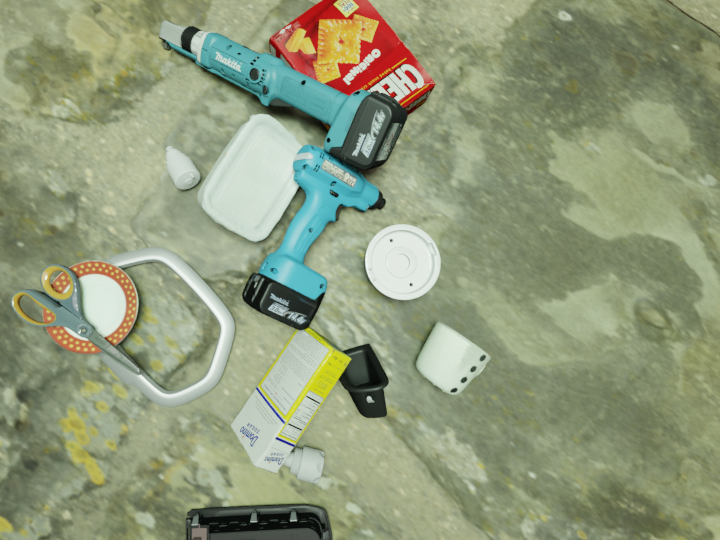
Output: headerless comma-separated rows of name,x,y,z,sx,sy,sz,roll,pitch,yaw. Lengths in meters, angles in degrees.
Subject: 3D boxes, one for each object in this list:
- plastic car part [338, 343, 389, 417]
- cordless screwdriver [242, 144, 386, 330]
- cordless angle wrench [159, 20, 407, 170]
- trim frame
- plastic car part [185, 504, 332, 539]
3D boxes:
plastic car part,0.005,0.162,0.585,0.065,0.121,0.069,-17,110,-9
cordless screwdriver,-0.060,-0.039,0.615,0.151,0.078,0.249,25,83,-31
cordless angle wrench,-0.139,-0.281,0.617,0.437,0.072,0.097,32,116,16
trim frame,-0.299,0.079,0.620,0.249,0.027,0.183,45,81,2
plastic car part,-0.137,0.360,0.571,0.201,0.067,0.067,-2,77,-6
